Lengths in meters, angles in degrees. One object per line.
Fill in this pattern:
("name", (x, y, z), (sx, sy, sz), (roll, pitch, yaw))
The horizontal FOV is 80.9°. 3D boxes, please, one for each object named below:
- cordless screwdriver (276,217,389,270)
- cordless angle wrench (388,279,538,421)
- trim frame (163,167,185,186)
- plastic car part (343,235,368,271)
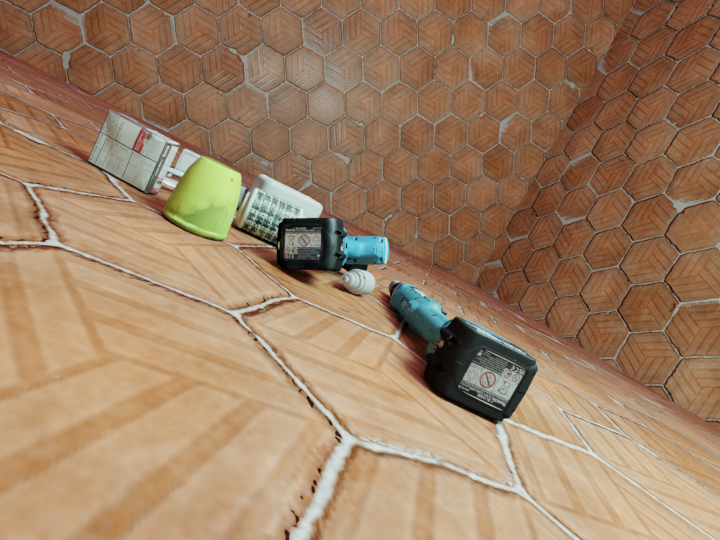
("cordless screwdriver", (-0.062, -0.038, 0.702), (0.165, 0.074, 0.240), (2, 0, 22))
("cordless angle wrench", (0.096, 0.068, 0.620), (0.096, 0.074, 0.430), (26, 5, -11))
("trim frame", (-0.376, -0.184, 0.842), (0.192, 0.027, 0.238), (31, 10, 22))
("plastic car part", (-0.060, -0.057, 0.958), (0.063, 0.067, 0.215), (9, 16, -47))
